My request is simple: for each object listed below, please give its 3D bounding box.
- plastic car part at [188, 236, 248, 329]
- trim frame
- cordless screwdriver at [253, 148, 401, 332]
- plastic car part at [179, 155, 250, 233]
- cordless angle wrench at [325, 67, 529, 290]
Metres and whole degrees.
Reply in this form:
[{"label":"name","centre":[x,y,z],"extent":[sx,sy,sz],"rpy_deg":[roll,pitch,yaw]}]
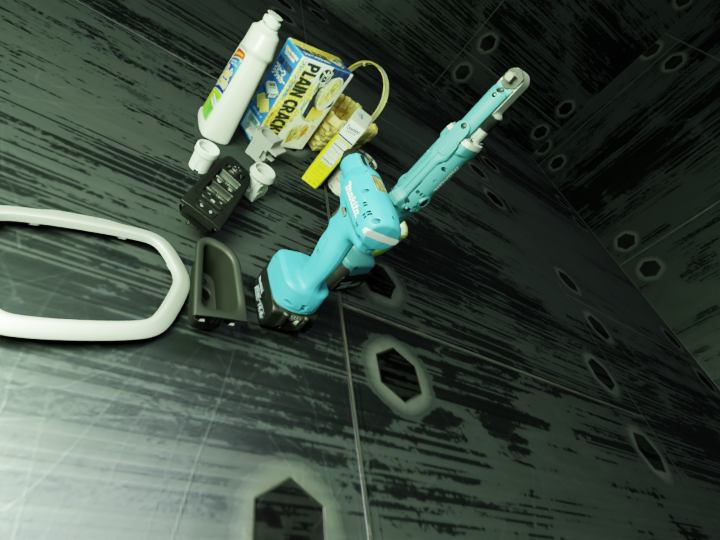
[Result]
[{"label":"plastic car part","centre":[-0.188,0.025,0.525],"extent":[0.063,0.071,0.122],"rpy_deg":[15,41,-36]},{"label":"trim frame","centre":[-0.310,-0.002,0.471],"extent":[0.236,0.028,0.192],"rpy_deg":[8,45,-41]},{"label":"cordless screwdriver","centre":[-0.055,-0.036,0.567],"extent":[0.070,0.251,0.166],"rpy_deg":[18,41,-35]},{"label":"plastic car part","centre":[-0.223,-0.116,0.659],"extent":[0.064,0.067,0.207],"rpy_deg":[32,33,-17]},{"label":"cordless angle wrench","centre":[0.079,-0.120,0.643],"extent":[0.093,0.427,0.077],"rpy_deg":[-4,57,-50]}]
